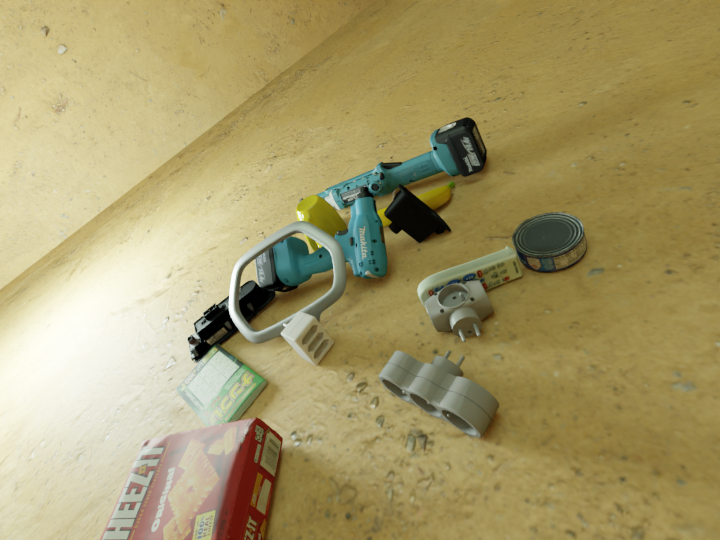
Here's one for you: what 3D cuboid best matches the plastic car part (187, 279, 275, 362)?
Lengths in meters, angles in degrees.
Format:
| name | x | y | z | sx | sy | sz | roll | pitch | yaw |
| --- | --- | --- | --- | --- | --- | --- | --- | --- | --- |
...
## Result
| name | x | y | z | sx | sy | sz | roll | pitch | yaw |
| --- | --- | --- | --- | --- | --- | --- | --- | --- | --- |
| plastic car part | -0.260 | 0.086 | 0.825 | 0.202 | 0.064 | 0.069 | -36 | 26 | -6 |

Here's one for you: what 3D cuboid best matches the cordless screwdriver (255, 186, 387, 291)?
| name | x | y | z | sx | sy | sz | roll | pitch | yaw |
| --- | --- | --- | --- | --- | --- | --- | --- | --- | --- |
| cordless screwdriver | -0.075 | -0.049 | 0.767 | 0.257 | 0.070 | 0.162 | -12 | 74 | 28 |

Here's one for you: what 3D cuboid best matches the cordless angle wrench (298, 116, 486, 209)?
| name | x | y | z | sx | sy | sz | roll | pitch | yaw |
| --- | --- | --- | --- | --- | --- | --- | --- | --- | --- |
| cordless angle wrench | 0.039 | -0.188 | 0.888 | 0.438 | 0.095 | 0.074 | -15 | 26 | 33 |

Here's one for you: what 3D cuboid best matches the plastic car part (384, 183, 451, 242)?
| name | x | y | z | sx | sy | sz | roll | pitch | yaw |
| --- | --- | --- | --- | --- | --- | --- | --- | --- | --- |
| plastic car part | 0.084 | -0.090 | 0.719 | 0.071 | 0.111 | 0.069 | -51 | 28 | 18 |

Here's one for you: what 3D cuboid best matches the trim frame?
| name | x | y | z | sx | sy | sz | roll | pitch | yaw |
| --- | --- | --- | --- | --- | --- | --- | --- | --- | --- |
| trim frame | -0.133 | 0.023 | 0.733 | 0.252 | 0.026 | 0.190 | -31 | 67 | 17 |
